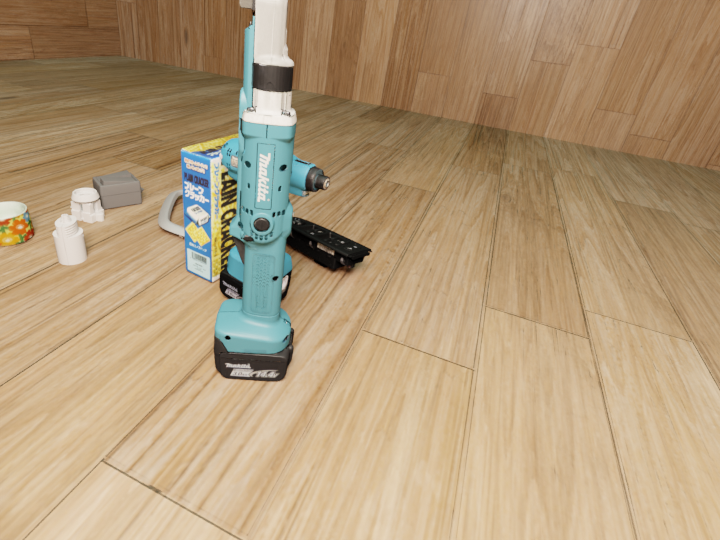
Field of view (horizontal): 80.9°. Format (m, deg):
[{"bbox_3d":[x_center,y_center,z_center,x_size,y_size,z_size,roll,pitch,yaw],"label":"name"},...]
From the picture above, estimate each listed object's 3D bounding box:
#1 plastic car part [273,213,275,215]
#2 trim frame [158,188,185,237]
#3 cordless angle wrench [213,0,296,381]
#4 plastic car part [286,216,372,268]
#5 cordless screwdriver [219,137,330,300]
[{"bbox_3d":[-0.201,-0.137,0.900,0.068,0.069,0.116,16,31,12],"label":"plastic car part"},{"bbox_3d":[-0.325,-0.125,0.896,0.180,0.027,0.259,-1,32,-14],"label":"trim frame"},{"bbox_3d":[-0.106,-0.059,0.455,0.097,0.414,0.077,6,30,-7],"label":"cordless angle wrench"},{"bbox_3d":[-0.077,-0.050,0.786,0.214,0.065,0.064,31,37,34],"label":"plastic car part"},{"bbox_3d":[-0.128,-0.054,0.607,0.166,0.243,0.073,23,32,22],"label":"cordless screwdriver"}]
